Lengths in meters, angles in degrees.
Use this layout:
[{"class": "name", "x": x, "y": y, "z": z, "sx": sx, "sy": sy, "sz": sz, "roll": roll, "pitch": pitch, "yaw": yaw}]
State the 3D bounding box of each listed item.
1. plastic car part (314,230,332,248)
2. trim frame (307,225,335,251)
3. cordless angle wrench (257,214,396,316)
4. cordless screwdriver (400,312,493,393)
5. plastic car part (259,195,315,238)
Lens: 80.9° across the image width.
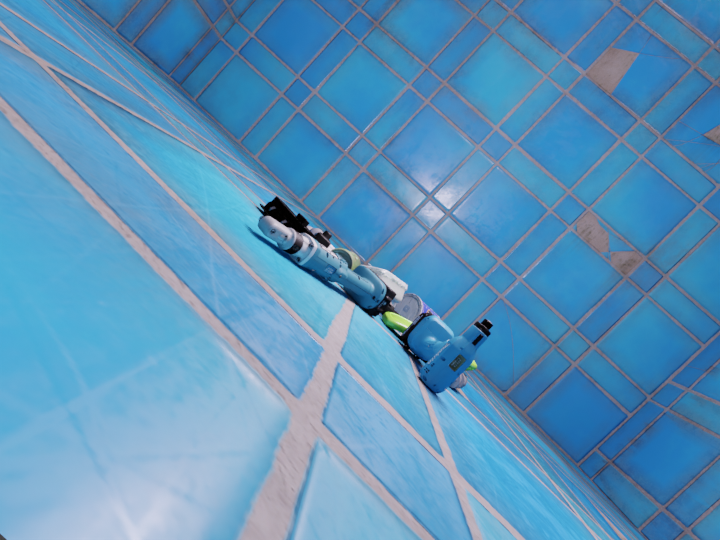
[{"class": "plastic car part", "x": -0.099, "y": -0.065, "z": 1.013, "sx": 0.065, "sy": 0.071, "sz": 0.117, "roll": 45, "pitch": 6, "yaw": -7}, {"class": "trim frame", "x": -0.102, "y": -0.070, "z": 1.465, "sx": 0.255, "sy": 0.027, "sz": 0.179, "roll": 46, "pitch": 2, "yaw": 13}, {"class": "cordless angle wrench", "x": -0.056, "y": -0.007, "z": 0.823, "sx": 0.103, "sy": 0.074, "sz": 0.400, "roll": 46, "pitch": 6, "yaw": 34}, {"class": "cordless screwdriver", "x": 0.169, "y": 0.140, "z": 0.855, "sx": 0.074, "sy": 0.159, "sz": 0.250, "roll": 43, "pitch": 2, "yaw": -6}, {"class": "plastic car part", "x": -0.155, "y": -0.101, "z": 0.921, "sx": 0.214, "sy": 0.067, "sz": 0.063, "roll": 43, "pitch": 9, "yaw": 35}]
